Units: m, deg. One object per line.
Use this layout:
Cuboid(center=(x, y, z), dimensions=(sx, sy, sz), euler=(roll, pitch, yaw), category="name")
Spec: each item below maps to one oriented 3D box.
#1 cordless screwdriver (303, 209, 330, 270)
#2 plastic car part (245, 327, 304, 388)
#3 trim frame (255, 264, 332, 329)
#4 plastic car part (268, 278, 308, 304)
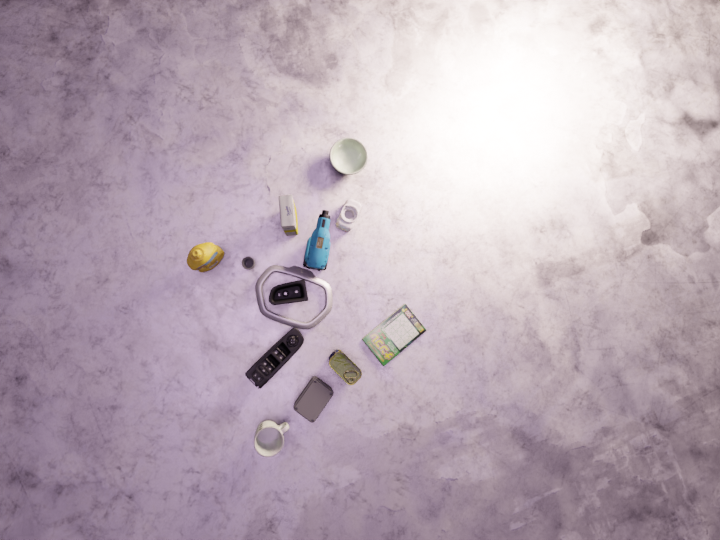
Cuboid(center=(-0.120, -0.079, 1.230), dimensions=(0.074, 0.249, 0.160), euler=(10, 85, -6), category="cordless screwdriver")
Cuboid(center=(-0.252, 0.258, 1.277), dimensions=(0.202, 0.067, 0.066), euler=(-45, 90, -6), category="plastic car part")
Cuboid(center=(-0.208, 0.079, 1.319), dimensions=(0.248, 0.027, 0.185), euler=(18, 83, 0), category="trim frame")
Cuboid(center=(-0.223, 0.070, 1.298), dimensions=(0.116, 0.071, 0.066), euler=(-10, 86, -4), category="plastic car part")
